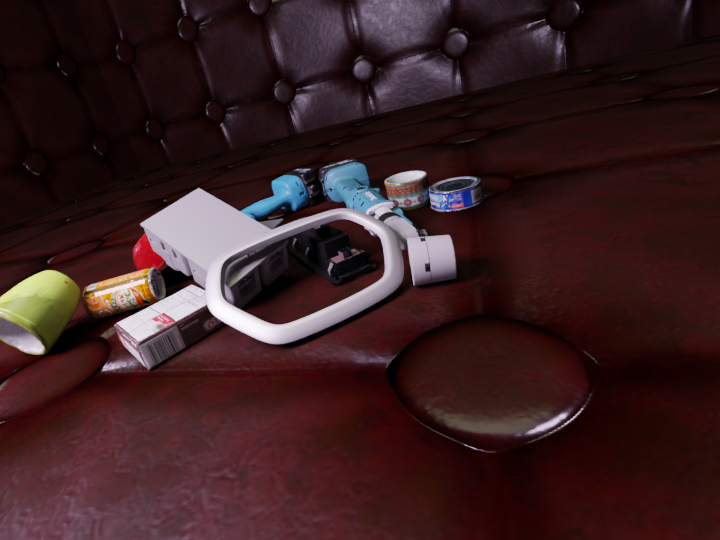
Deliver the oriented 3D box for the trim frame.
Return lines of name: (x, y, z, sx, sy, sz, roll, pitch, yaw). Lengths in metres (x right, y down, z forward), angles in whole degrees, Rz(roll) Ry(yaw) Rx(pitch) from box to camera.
trim frame: (-0.064, -0.005, 0.510, 0.244, 0.026, 0.194, -26, 50, -18)

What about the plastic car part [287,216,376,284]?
plastic car part: (-0.061, -0.040, 0.624, 0.065, 0.065, 0.213, -30, 25, -18)

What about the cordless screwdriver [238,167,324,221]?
cordless screwdriver: (-0.211, -0.145, 0.923, 0.244, 0.072, 0.168, -36, 31, -31)

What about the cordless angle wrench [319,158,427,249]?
cordless angle wrench: (0.009, -0.121, 0.745, 0.097, 0.072, 0.440, -19, 26, -7)
